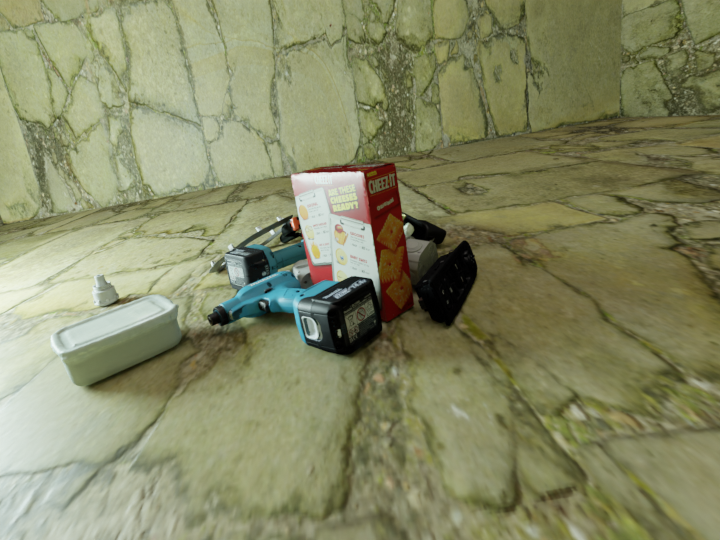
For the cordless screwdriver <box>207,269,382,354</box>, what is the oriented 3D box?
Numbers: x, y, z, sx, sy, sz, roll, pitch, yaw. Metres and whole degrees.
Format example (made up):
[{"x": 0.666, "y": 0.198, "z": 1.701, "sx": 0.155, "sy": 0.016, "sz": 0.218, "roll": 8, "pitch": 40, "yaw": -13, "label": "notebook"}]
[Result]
[{"x": -0.102, "y": 0.057, "z": 0.604, "sx": 0.154, "sy": 0.073, "sz": 0.262, "roll": -26, "pitch": 21, "yaw": -38, "label": "cordless screwdriver"}]

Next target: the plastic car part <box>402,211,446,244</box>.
[{"x": 0.135, "y": -0.079, "z": 0.888, "sx": 0.068, "sy": 0.065, "sz": 0.122, "roll": -1, "pitch": 18, "yaw": -24, "label": "plastic car part"}]

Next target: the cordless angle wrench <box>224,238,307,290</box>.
[{"x": -0.090, "y": -0.059, "z": 0.922, "sx": 0.103, "sy": 0.073, "sz": 0.409, "roll": 9, "pitch": 25, "yaw": 44, "label": "cordless angle wrench"}]

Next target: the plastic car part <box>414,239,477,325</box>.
[{"x": 0.129, "y": 0.015, "z": 0.633, "sx": 0.069, "sy": 0.066, "sz": 0.198, "roll": -28, "pitch": 6, "yaw": 39, "label": "plastic car part"}]

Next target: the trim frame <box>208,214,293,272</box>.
[{"x": -0.249, "y": -0.064, "z": 0.970, "sx": 0.187, "sy": 0.027, "sz": 0.244, "roll": -35, "pitch": 6, "yaw": 37, "label": "trim frame"}]
